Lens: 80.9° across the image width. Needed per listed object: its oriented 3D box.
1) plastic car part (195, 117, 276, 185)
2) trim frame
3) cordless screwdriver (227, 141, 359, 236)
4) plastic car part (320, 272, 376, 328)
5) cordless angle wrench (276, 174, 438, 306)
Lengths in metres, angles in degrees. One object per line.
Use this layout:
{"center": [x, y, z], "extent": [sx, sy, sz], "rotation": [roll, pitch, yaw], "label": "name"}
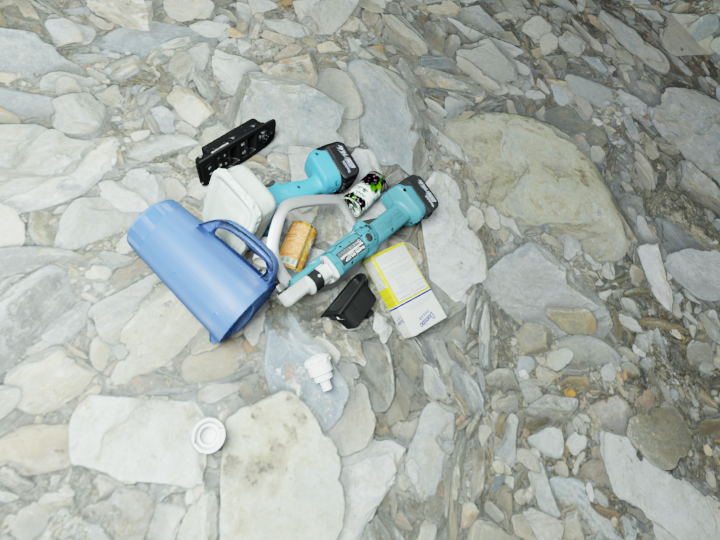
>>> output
{"center": [-0.257, -0.252, 0.860], "extent": [0.070, 0.064, 0.200], "rotation": [37, 60, 26], "label": "plastic car part"}
{"center": [-0.078, -0.051, 0.797], "extent": [0.239, 0.029, 0.184], "rotation": [-15, 94, -47], "label": "trim frame"}
{"center": [-0.136, -0.190, 0.863], "extent": [0.244, 0.074, 0.162], "rotation": [-33, 82, -23], "label": "cordless screwdriver"}
{"center": [-0.008, 0.066, 0.807], "extent": [0.069, 0.068, 0.115], "rotation": [51, 58, -13], "label": "plastic car part"}
{"center": [0.001, -0.056, 0.809], "extent": [0.415, 0.076, 0.097], "rotation": [-40, 95, -36], "label": "cordless angle wrench"}
